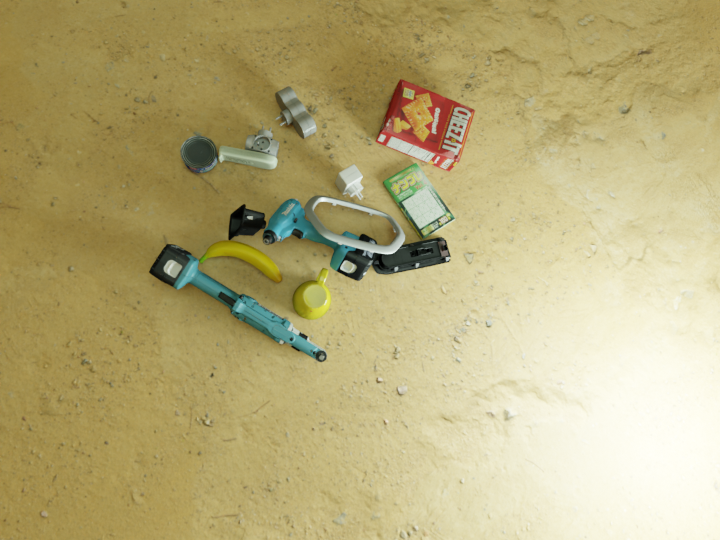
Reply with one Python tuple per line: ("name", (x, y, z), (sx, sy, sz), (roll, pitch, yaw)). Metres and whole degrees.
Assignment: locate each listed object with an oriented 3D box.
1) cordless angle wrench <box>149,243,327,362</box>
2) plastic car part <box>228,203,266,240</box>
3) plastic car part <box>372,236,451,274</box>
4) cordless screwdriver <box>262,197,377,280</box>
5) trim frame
("cordless angle wrench", (-0.255, 0.083, 0.932), (0.420, 0.098, 0.074), (32, 86, -3))
("plastic car part", (-0.254, -0.108, 0.968), (0.068, 0.120, 0.067), (8, 77, -32))
("plastic car part", (0.125, -0.034, 1.014), (0.201, 0.067, 0.067), (-12, 88, -7))
("cordless screwdriver", (-0.093, -0.061, 0.955), (0.249, 0.074, 0.160), (28, 40, 0))
("trim frame", (-0.012, -0.109, 0.978), (0.243, 0.027, 0.190), (11, 41, -12))
